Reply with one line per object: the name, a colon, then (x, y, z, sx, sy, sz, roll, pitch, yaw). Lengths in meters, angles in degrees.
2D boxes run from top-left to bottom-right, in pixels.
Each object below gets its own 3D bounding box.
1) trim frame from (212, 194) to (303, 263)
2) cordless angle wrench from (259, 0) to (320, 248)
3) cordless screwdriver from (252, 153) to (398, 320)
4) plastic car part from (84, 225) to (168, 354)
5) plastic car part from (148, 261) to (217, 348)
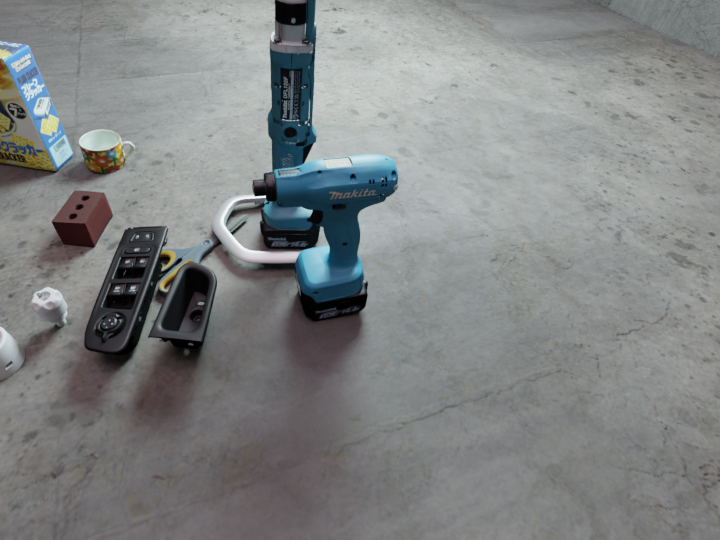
trim frame: (-0.125, -0.079, 0.720, 0.245, 0.027, 0.192, -5, 48, -9)
cordless angle wrench: (-0.092, -0.198, 0.571, 0.097, 0.412, 0.077, 2, 48, -8)
cordless screwdriver: (-0.053, -0.034, 0.539, 0.156, 0.242, 0.078, -7, 50, -15)
plastic car part: (-0.315, 0.029, 0.579, 0.066, 0.065, 0.210, 2, 47, -6)
plastic car part: (-0.222, 0.055, 0.560, 0.066, 0.069, 0.120, 5, 47, -3)
